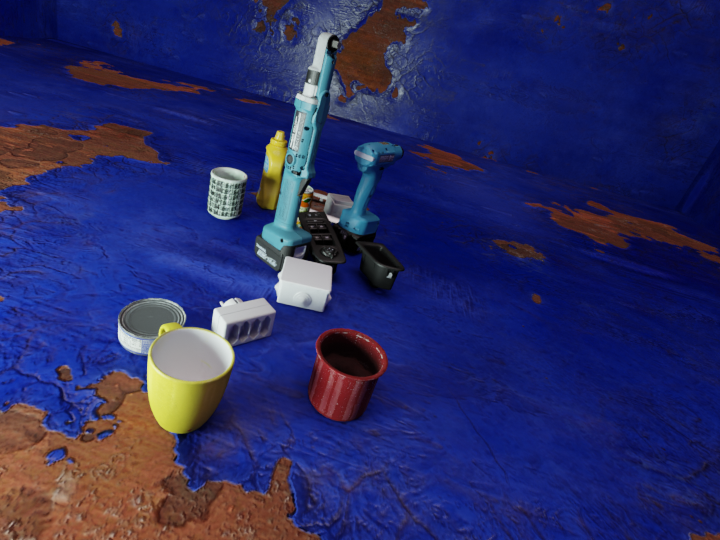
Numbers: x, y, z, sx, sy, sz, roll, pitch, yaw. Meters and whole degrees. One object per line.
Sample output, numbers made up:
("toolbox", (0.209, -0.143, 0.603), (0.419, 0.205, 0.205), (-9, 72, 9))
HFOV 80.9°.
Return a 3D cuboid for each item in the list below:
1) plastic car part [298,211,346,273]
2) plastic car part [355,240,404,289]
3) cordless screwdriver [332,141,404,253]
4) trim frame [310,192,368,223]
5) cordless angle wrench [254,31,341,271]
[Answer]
("plastic car part", (-0.087, -0.057, 0.888), (0.064, 0.066, 0.213), (4, 29, -23))
("plastic car part", (0.034, -0.003, 0.841), (0.064, 0.070, 0.122), (3, 29, -25))
("cordless screwdriver", (0.023, -0.169, 0.956), (0.078, 0.245, 0.154), (31, 29, 25))
("trim frame", (-0.073, -0.163, 1.138), (0.251, 0.027, 0.185), (17, 27, 4))
("cordless angle wrench", (-0.107, -0.199, 0.764), (0.103, 0.417, 0.071), (34, 31, 31))
